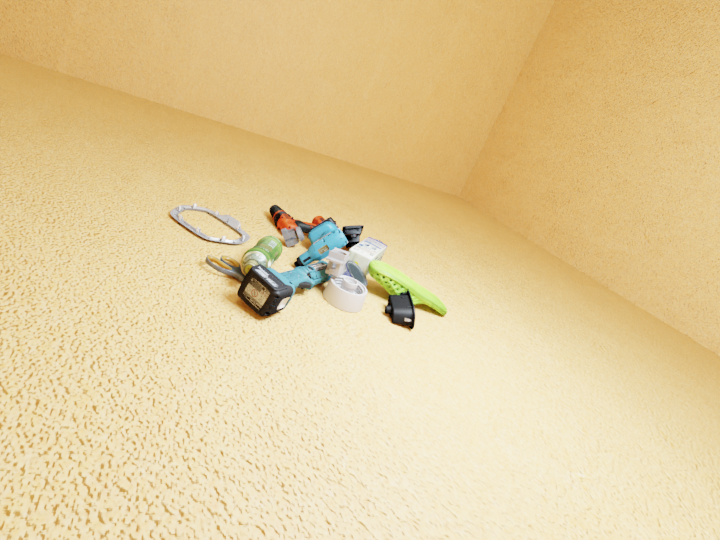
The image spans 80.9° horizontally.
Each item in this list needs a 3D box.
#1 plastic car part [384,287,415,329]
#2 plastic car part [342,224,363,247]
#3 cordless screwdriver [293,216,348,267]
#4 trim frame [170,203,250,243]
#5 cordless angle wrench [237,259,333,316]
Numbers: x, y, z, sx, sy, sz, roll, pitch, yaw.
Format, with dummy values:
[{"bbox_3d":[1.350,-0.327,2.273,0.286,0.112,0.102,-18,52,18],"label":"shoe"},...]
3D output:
[{"bbox_3d":[0.099,0.100,1.097,0.071,0.064,0.119,5,25,-2],"label":"plastic car part"},{"bbox_3d":[-0.025,-0.107,1.388,0.066,0.067,0.203,-11,0,-4],"label":"plastic car part"},{"bbox_3d":[-0.122,-0.080,1.252,0.073,0.160,0.253,57,4,-15],"label":"cordless screwdriver"},{"bbox_3d":[-0.429,-0.137,1.213,0.260,0.027,0.177,29,21,25],"label":"trim frame"},{"bbox_3d":[-0.136,0.017,1.049,0.101,0.074,0.410,37,20,14],"label":"cordless angle wrench"}]
